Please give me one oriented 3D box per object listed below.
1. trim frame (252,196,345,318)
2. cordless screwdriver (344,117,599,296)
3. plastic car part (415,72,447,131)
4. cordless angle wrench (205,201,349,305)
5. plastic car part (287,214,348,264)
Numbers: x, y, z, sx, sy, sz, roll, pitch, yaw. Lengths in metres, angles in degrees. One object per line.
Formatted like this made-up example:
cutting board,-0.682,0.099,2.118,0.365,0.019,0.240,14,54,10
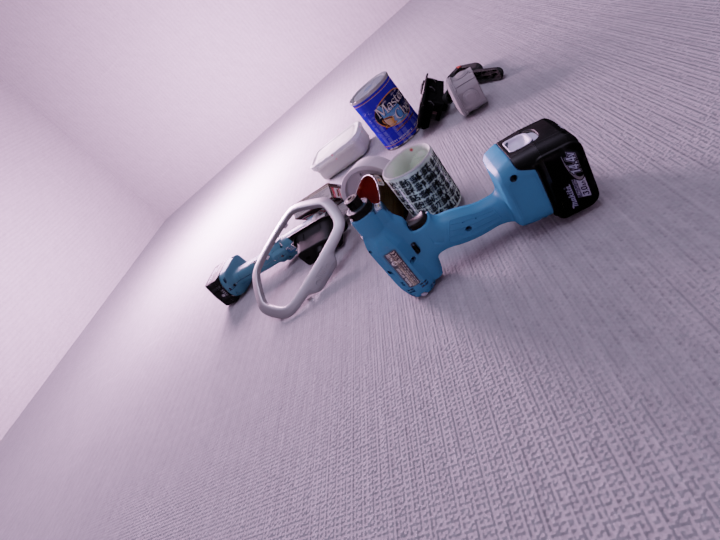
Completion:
trim frame,-0.120,-0.027,0.794,0.195,0.026,0.248,31,89,42
cordless screwdriver,0.115,-0.080,0.485,0.253,0.153,0.076,-31,27,21
plastic car part,0.157,-0.379,0.930,0.068,0.064,0.207,2,43,5
cordless angle wrench,-0.167,-0.049,0.923,0.432,0.071,0.100,-27,30,26
plastic car part,-0.080,-0.052,0.820,0.119,0.062,0.073,-27,42,27
